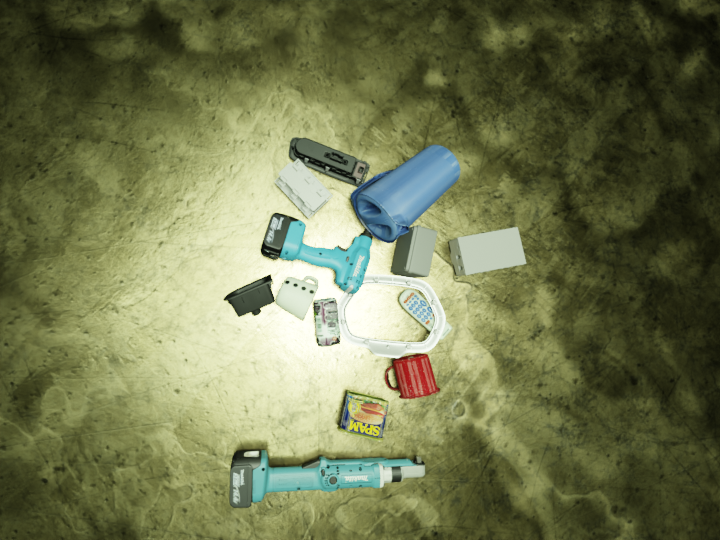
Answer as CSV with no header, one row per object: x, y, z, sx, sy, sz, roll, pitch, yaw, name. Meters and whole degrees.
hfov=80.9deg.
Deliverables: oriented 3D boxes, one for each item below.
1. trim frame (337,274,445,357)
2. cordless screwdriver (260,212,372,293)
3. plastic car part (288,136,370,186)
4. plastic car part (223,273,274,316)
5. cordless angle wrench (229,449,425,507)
0.068,0.103,0.969,0.250,0.027,0.185,6,85,4,trim frame
-0.095,-0.062,0.971,0.247,0.074,0.161,22,66,-5,cordless screwdriver
-0.077,-0.266,1.010,0.203,0.067,0.066,21,89,0,plastic car part
-0.241,0.065,0.954,0.116,0.067,0.069,-27,102,-4,plastic car part
-0.065,0.440,0.912,0.418,0.075,0.099,1,84,-7,cordless angle wrench
